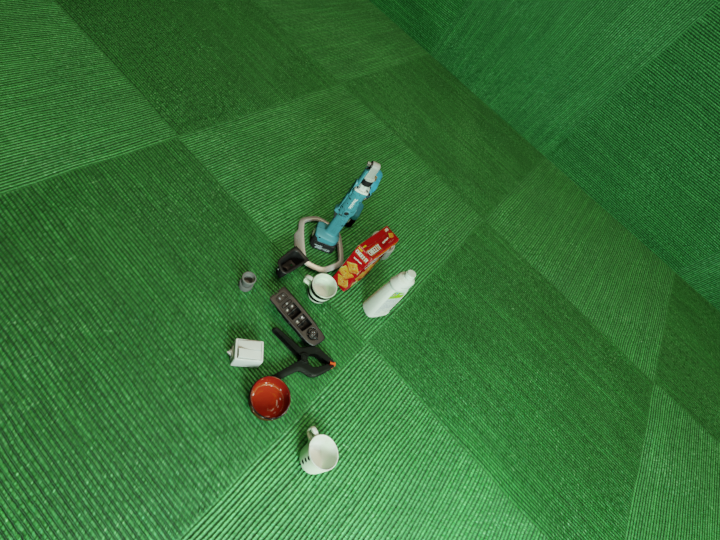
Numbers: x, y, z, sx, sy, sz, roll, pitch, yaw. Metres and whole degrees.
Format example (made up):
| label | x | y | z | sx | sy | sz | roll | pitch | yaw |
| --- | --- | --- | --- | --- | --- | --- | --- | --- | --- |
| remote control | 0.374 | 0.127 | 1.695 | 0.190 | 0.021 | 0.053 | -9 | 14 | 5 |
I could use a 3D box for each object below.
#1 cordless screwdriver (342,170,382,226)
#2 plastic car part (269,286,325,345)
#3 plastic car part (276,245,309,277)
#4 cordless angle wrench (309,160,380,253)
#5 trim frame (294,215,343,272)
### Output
| label | x | y | z | sx | sy | sz | roll | pitch | yaw |
| --- | --- | --- | --- | --- | --- | --- | --- | --- | --- |
| cordless screwdriver | -0.011 | -0.251 | 1.549 | 0.073 | 0.250 | 0.160 | 31 | 49 | -9 |
| plastic car part | -0.196 | 0.151 | 1.283 | 0.206 | 0.067 | 0.065 | 46 | 48 | 9 |
| plastic car part | -0.236 | -0.016 | 1.381 | 0.067 | 0.071 | 0.114 | 46 | 49 | 6 |
| cordless angle wrench | -0.046 | -0.204 | 1.380 | 0.095 | 0.425 | 0.076 | 23 | 51 | -17 |
| trim frame | -0.148 | -0.097 | 1.515 | 0.177 | 0.027 | 0.257 | 8 | 54 | -22 |
